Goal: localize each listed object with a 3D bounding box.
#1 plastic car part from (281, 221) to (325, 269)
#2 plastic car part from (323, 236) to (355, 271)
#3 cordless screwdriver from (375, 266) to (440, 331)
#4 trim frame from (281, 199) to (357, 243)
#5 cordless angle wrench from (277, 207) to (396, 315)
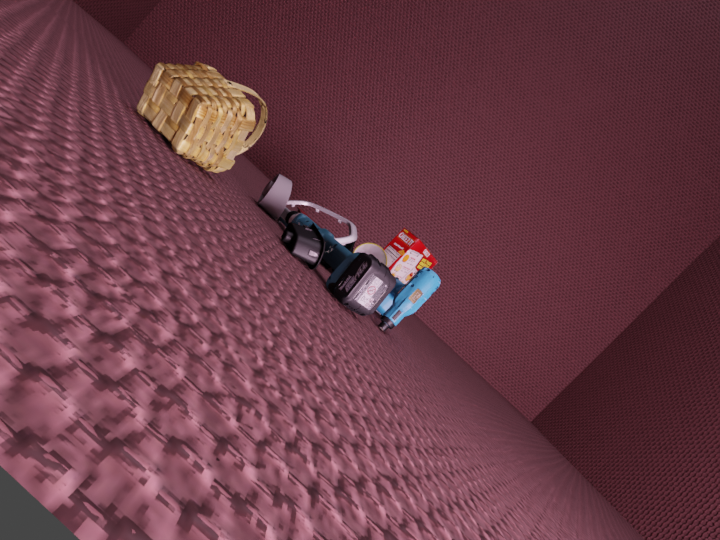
[{"bbox_3d":[-0.115,-0.055,0.796,0.068,0.066,0.122,25,14,-26],"label":"plastic car part"},{"bbox_3d":[-0.046,-0.040,1.096,0.204,0.067,0.065,-75,149,-66],"label":"plastic car part"},{"bbox_3d":[0.073,0.072,0.960,0.074,0.158,0.251,46,-13,-5],"label":"cordless screwdriver"},{"bbox_3d":[-0.121,-0.128,1.102,0.258,0.027,0.180,28,30,18],"label":"trim frame"},{"bbox_3d":[-0.086,-0.056,0.878,0.070,0.098,0.447,37,3,-38],"label":"cordless angle wrench"}]
